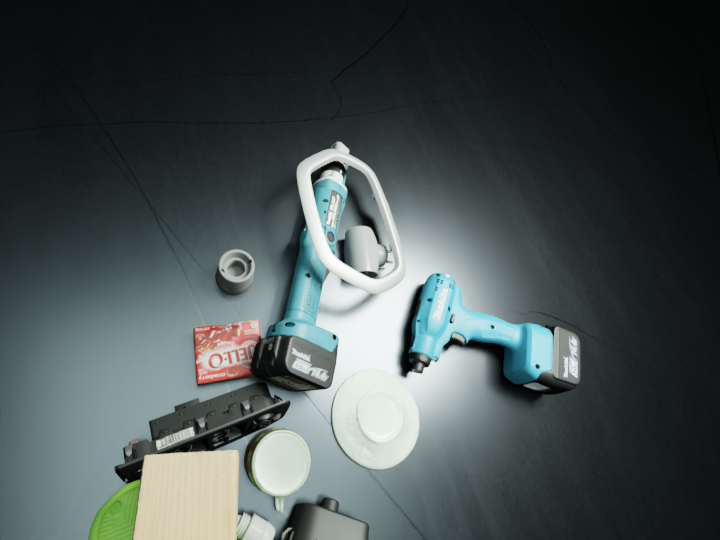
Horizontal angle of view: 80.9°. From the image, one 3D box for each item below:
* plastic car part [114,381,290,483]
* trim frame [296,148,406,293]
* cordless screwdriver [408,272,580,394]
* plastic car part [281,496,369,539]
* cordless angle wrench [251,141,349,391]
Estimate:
[{"bbox_3d":[-0.186,0.189,0.517,0.198,0.064,0.070,-13,46,-19],"label":"plastic car part"},{"bbox_3d":[-0.010,-0.081,0.642,0.176,0.028,0.256,-2,63,-36],"label":"trim frame"},{"bbox_3d":[0.196,0.120,0.644,0.249,0.074,0.160,23,62,0],"label":"cordless screwdriver"},{"bbox_3d":[-0.036,0.313,0.501,0.116,0.065,0.072,24,47,-2],"label":"plastic car part"},{"bbox_3d":[-0.063,-0.041,0.643,0.093,0.077,0.431,33,51,-35],"label":"cordless angle wrench"}]
